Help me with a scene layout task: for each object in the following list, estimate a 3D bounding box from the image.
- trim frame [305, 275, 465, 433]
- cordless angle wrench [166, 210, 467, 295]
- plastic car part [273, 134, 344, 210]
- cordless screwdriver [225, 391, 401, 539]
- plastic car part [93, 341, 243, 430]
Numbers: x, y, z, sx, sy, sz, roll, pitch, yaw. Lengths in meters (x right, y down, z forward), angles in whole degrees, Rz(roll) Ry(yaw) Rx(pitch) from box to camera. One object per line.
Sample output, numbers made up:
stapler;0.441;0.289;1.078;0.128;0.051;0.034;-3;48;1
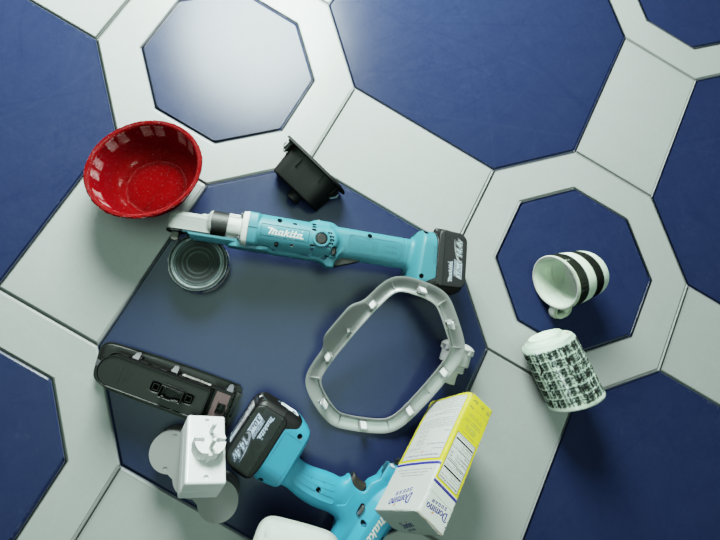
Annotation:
trim frame;0.035;0.124;0.593;0.182;0.028;0.249;41;96;-6
cordless angle wrench;-0.060;-0.039;0.609;0.416;0.075;0.099;9;79;-9
plastic car part;-0.088;-0.139;0.649;0.071;0.066;0.116;-43;92;2
cordless screwdriver;-0.049;0.257;0.568;0.247;0.075;0.159;40;76;-3
plastic car part;-0.266;0.157;0.565;0.203;0.067;0.066;21;85;-1
